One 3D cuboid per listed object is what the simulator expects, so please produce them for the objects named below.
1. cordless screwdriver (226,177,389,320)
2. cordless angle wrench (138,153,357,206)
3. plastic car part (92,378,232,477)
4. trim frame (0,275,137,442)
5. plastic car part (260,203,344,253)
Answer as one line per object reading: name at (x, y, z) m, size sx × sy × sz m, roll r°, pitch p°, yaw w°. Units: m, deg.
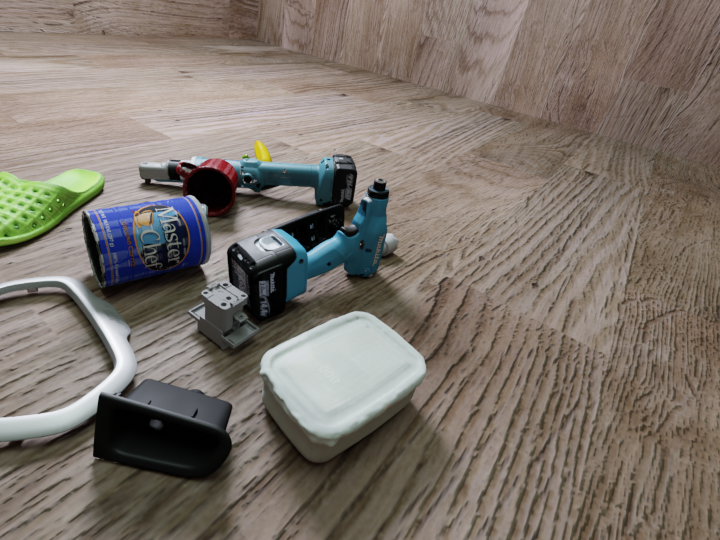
cordless screwdriver at (-0.057, -0.038, 0.587) m, size 0.240 × 0.156 × 0.078 m, roll -20°, pitch 44°, yaw -36°
cordless angle wrench at (-0.222, -0.191, 0.844) m, size 0.418 × 0.095 × 0.077 m, roll 2°, pitch 36°, yaw -7°
plastic car part at (-0.170, 0.136, 0.387) m, size 0.116 × 0.065 × 0.072 m, roll 13°, pitch 18°, yaw -4°
trim frame at (-0.346, 0.080, 0.448) m, size 0.262 × 0.027 × 0.178 m, roll 31°, pitch 39°, yaw 32°
plastic car part at (-0.100, -0.061, 0.709) m, size 0.070 × 0.065 × 0.197 m, roll 4°, pitch 24°, yaw 41°
